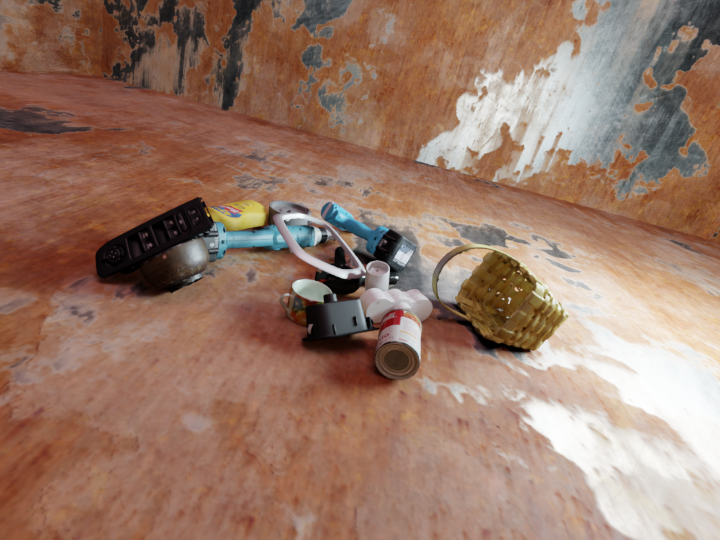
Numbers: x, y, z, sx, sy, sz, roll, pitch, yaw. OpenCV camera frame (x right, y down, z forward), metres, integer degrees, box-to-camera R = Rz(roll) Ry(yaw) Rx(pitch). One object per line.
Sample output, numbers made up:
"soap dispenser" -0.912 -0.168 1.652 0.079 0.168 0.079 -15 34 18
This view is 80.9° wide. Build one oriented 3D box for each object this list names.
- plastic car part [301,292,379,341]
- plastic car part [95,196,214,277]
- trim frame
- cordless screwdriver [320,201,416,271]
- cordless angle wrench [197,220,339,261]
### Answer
"plastic car part" -0.039 0.072 0.676 0.111 0.072 0.068 -1 -11 -33
"plastic car part" -0.346 -0.050 0.716 0.201 0.068 0.066 -27 -11 -10
"trim frame" -0.086 -0.056 0.876 0.175 0.027 0.262 8 28 -35
"cordless screwdriver" 0.024 -0.086 1.061 0.263 0.074 0.150 34 4 35
"cordless angle wrench" -0.192 -0.073 0.927 0.103 0.074 0.404 8 11 40
